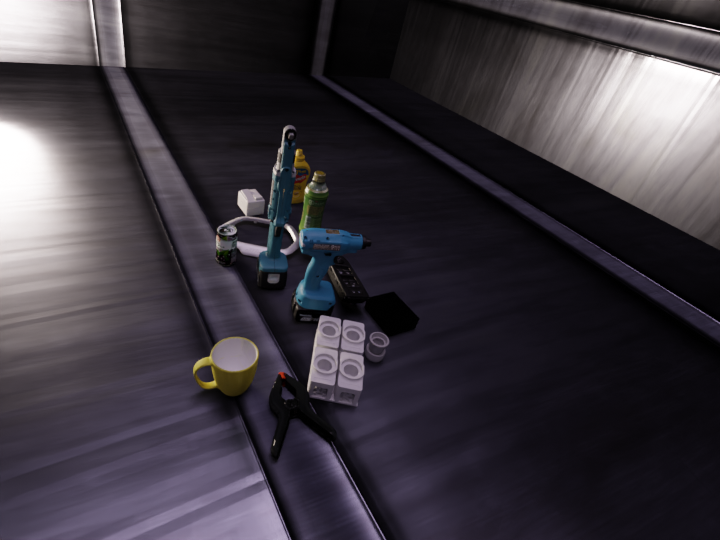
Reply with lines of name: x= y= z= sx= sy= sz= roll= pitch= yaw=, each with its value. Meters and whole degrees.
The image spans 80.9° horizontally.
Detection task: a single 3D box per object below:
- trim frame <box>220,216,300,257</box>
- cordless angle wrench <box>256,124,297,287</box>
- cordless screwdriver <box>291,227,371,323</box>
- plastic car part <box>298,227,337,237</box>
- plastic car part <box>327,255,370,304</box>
trim frame: x=-0.298 y=-0.102 z=1.259 sx=0.249 sy=0.027 sz=0.188 roll=11 pitch=36 yaw=-1
cordless angle wrench: x=-0.194 y=-0.141 z=1.011 sx=0.072 sy=0.415 sz=0.102 roll=3 pitch=37 yaw=-18
cordless screwdriver: x=-0.075 y=0.012 z=0.982 sx=0.156 sy=0.244 sz=0.077 roll=4 pitch=37 yaw=-15
plastic car part: x=-0.121 y=-0.079 z=1.241 sx=0.112 sy=0.069 sz=0.070 roll=-11 pitch=42 yaw=-29
plastic car part: x=-0.043 y=0.026 z=1.123 sx=0.064 sy=0.066 sz=0.213 roll=-2 pitch=38 yaw=-22
